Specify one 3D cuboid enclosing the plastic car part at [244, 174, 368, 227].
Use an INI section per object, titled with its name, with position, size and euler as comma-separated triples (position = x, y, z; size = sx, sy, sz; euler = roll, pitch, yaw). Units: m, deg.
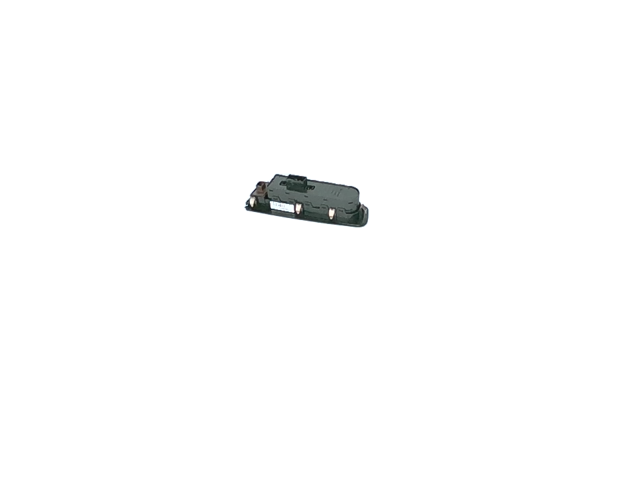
[plastic car part]
position = -0.019, -0.070, 0.678
size = 0.203, 0.067, 0.066
euler = 14, 36, 13
